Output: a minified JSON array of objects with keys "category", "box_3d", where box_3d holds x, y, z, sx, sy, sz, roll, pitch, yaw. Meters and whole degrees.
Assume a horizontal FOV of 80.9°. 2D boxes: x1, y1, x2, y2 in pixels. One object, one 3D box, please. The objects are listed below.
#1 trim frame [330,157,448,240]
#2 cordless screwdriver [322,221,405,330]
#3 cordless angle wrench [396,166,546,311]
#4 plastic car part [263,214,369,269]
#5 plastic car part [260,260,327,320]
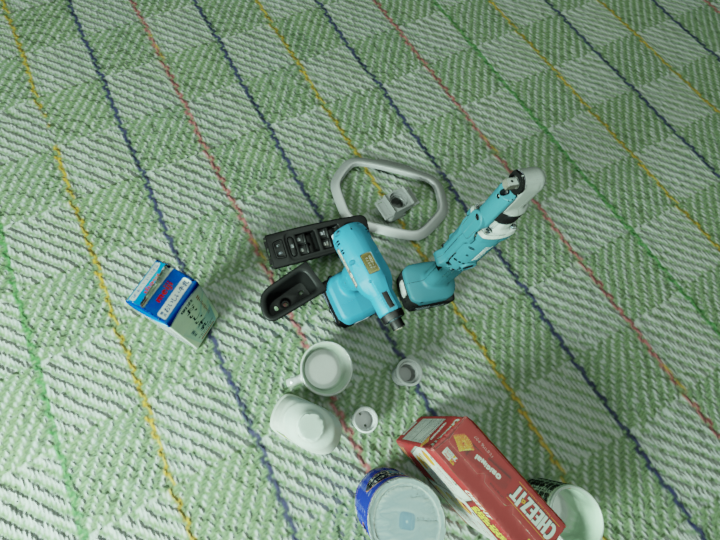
[{"category":"trim frame","box_3d":[0.059,-0.154,0.875,0.249,0.027,0.187,12,68,2]},{"category":"cordless screwdriver","box_3d":[0.001,0.041,0.675,0.073,0.245,0.164,-23,74,-15]},{"category":"cordless angle wrench","box_3d":[0.147,-0.029,0.619,0.097,0.417,0.076,-9,72,-11]},{"category":"plastic car part","box_3d":[-0.079,-0.051,0.805,0.200,0.066,0.068,-17,72,-10]},{"category":"plastic car part","box_3d":[-0.128,0.048,0.759,0.115,0.070,0.068,-34,76,-16]}]
